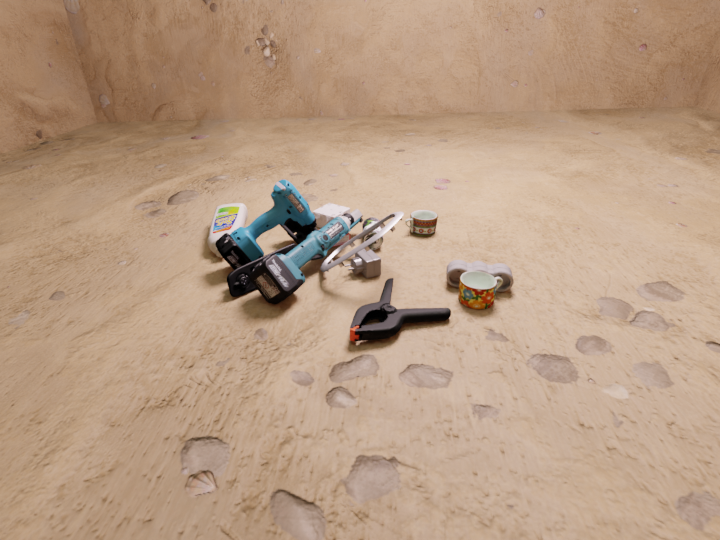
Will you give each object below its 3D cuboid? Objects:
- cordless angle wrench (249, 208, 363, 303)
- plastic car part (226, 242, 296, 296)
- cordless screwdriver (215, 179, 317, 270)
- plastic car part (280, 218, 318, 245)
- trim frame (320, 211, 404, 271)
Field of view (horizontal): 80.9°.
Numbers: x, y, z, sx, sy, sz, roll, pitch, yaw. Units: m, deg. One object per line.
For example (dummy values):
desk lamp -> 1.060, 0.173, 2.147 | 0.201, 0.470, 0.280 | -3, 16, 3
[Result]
cordless angle wrench -> -0.103, -0.067, 1.053 | 0.076, 0.097, 0.416 | -34, 7, 41
plastic car part -> -0.238, -0.004, 1.011 | 0.071, 0.064, 0.197 | 10, 30, 42
cordless screwdriver -> -0.230, -0.094, 1.065 | 0.248, 0.150, 0.079 | -44, 41, -3
plastic car part -> -0.169, -0.101, 1.162 | 0.065, 0.068, 0.123 | -37, 51, -19
trim frame -> 0.001, -0.066, 1.001 | 0.253, 0.027, 0.184 | -33, 14, 25
